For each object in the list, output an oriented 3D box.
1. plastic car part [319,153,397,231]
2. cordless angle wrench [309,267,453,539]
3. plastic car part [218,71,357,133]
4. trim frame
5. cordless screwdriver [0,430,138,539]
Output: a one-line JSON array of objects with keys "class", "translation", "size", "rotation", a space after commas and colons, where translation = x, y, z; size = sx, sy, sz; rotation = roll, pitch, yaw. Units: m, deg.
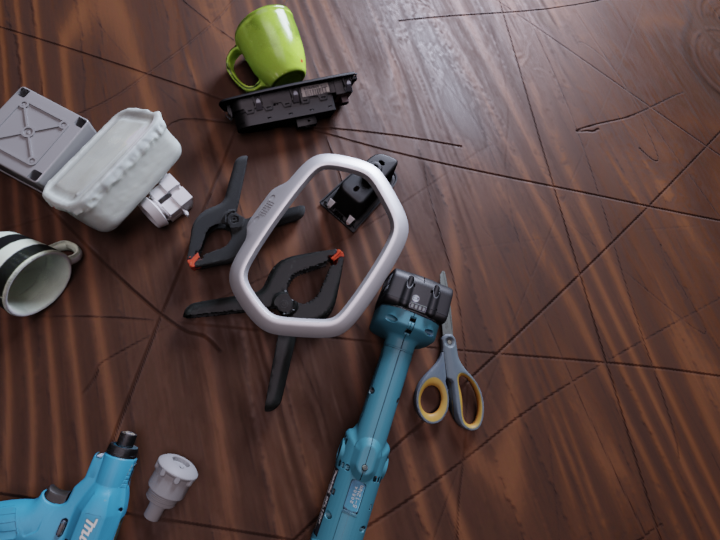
[{"class": "plastic car part", "translation": [0.008, -0.122, 0.587], "size": [0.067, 0.070, 0.116], "rotation": [42, 75, 4]}, {"class": "cordless angle wrench", "translation": [0.002, 0.208, 0.472], "size": [0.075, 0.097, 0.425], "rotation": [20, 75, 0]}, {"class": "plastic car part", "translation": [-0.104, -0.241, 0.624], "size": [0.200, 0.068, 0.066], "rotation": [-11, 102, -11]}, {"class": "trim frame", "translation": [-0.051, -0.033, 0.524], "size": [0.186, 0.027, 0.248], "rotation": [32, 81, 6]}, {"class": "cordless screwdriver", "translation": [-0.367, 0.226, 0.436], "size": [0.246, 0.074, 0.161], "rotation": [16, 71, -5]}]
